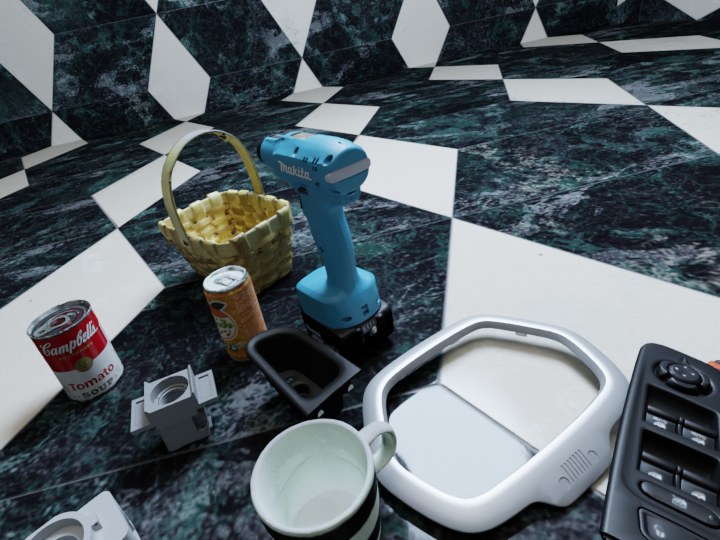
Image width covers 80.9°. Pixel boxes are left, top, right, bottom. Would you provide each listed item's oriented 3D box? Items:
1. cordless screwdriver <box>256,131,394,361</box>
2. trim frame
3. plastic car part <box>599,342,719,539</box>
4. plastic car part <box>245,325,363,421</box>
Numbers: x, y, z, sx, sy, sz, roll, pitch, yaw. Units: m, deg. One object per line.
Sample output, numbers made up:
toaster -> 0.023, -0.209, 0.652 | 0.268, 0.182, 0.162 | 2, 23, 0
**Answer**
cordless screwdriver -> -0.046, -0.030, 0.470 | 0.072, 0.240, 0.168 | -28, 34, -29
trim frame -> 0.116, 0.118, 0.383 | 0.243, 0.026, 0.195 | -27, 34, -23
plastic car part -> 0.216, 0.130, 0.293 | 0.070, 0.065, 0.200 | 12, 38, 33
plastic car part -> -0.058, 0.109, 0.415 | 0.064, 0.068, 0.123 | -31, 36, -32
